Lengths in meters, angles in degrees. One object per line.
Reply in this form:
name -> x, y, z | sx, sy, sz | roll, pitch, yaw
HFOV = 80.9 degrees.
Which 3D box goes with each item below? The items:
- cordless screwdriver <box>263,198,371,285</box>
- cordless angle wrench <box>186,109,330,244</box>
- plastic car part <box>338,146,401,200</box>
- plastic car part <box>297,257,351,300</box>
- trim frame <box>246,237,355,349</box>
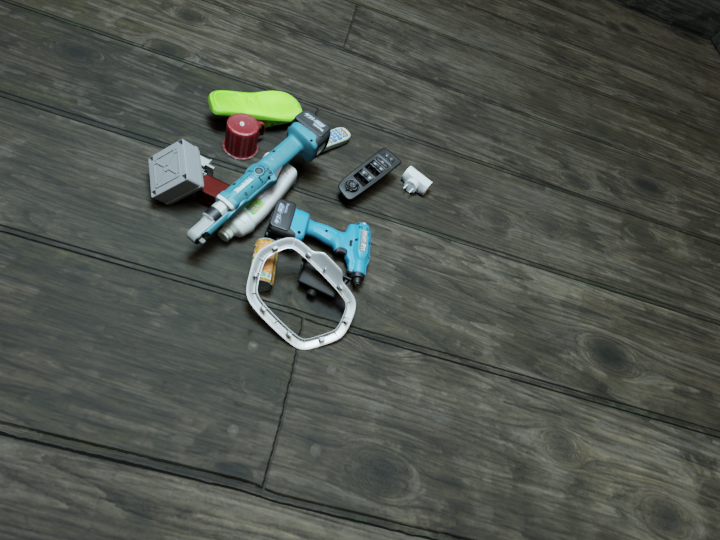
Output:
cordless screwdriver -> -0.095, -0.062, 0.970 | 0.243, 0.074, 0.163 | 15, 56, -13
cordless angle wrench -> -0.227, -0.208, 0.949 | 0.099, 0.074, 0.420 | 37, 63, 4
plastic car part -> 0.015, -0.246, 1.118 | 0.067, 0.067, 0.200 | 47, 62, 3
plastic car part -> -0.089, 0.028, 0.926 | 0.117, 0.065, 0.071 | 22, 70, 0
trim frame -> -0.119, 0.047, 0.868 | 0.246, 0.028, 0.183 | 46, 75, -5
